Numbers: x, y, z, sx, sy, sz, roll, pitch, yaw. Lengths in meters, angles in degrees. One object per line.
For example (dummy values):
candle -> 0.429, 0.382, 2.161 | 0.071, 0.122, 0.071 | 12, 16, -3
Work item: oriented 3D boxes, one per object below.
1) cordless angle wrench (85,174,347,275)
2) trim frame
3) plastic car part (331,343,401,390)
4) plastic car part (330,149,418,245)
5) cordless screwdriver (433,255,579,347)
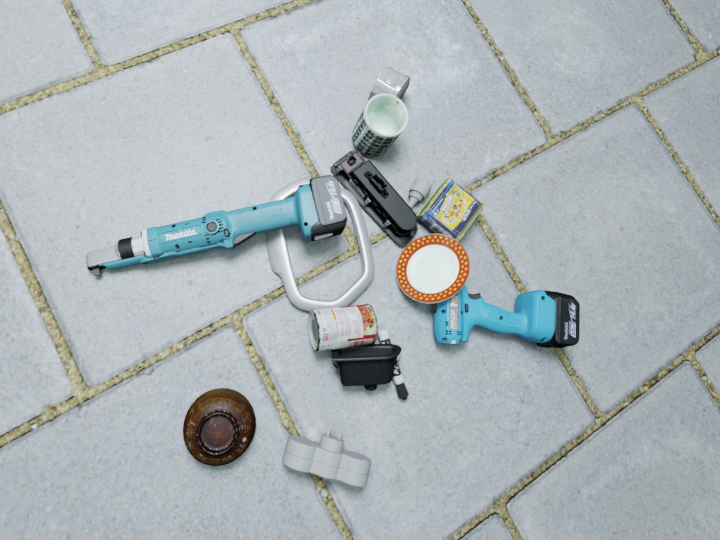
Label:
cordless angle wrench -> -0.236, -0.064, 0.694 | 0.421, 0.074, 0.099 | -13, 82, -4
trim frame -> -0.073, -0.048, 0.751 | 0.181, 0.028, 0.251 | -12, 82, -13
plastic car part -> 0.009, 0.162, 0.699 | 0.116, 0.067, 0.070 | 2, 100, -1
plastic car part -> 0.037, -0.138, 0.772 | 0.065, 0.068, 0.203 | -39, 90, -23
cordless screwdriver -> 0.254, 0.058, 0.760 | 0.247, 0.074, 0.161 | 4, 78, -5
